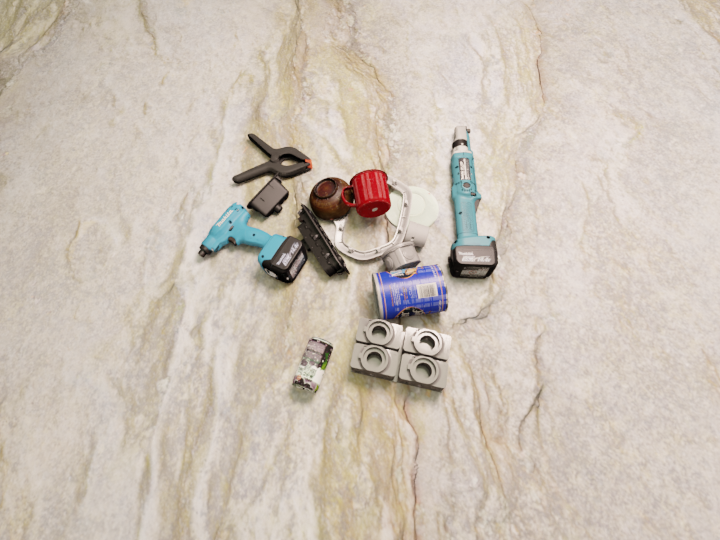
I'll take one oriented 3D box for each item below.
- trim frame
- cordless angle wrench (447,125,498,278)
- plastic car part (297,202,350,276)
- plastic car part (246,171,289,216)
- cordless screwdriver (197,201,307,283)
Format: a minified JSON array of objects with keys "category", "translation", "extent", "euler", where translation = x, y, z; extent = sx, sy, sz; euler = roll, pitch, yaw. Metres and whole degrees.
[{"category":"trim frame","translation":[0.026,-0.138,1.025],"extent":[0.191,0.026,0.251],"euler":[6,66,21]},{"category":"cordless angle wrench","translation":[0.252,-0.187,1.015],"extent":[0.099,0.072,0.433],"euler":[0,62,4]},{"category":"plastic car part","translation":[-0.097,-0.064,0.995],"extent":[0.067,0.064,0.211],"euler":[-37,66,-2]},{"category":"plastic car part","translation":[-0.224,-0.179,1.071],"extent":[0.072,0.065,0.116],"euler":[37,75,4]},{"category":"cordless screwdriver","translation":[-0.259,-0.051,1.002],"extent":[0.259,0.071,0.159],"euler":[29,71,22]}]
